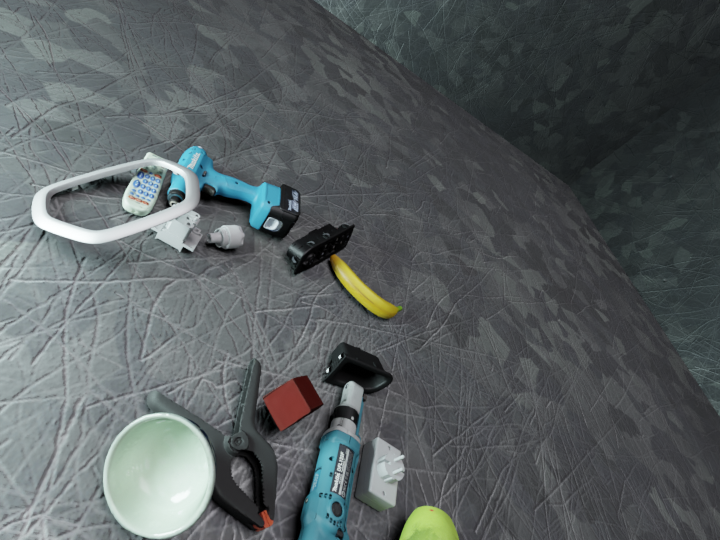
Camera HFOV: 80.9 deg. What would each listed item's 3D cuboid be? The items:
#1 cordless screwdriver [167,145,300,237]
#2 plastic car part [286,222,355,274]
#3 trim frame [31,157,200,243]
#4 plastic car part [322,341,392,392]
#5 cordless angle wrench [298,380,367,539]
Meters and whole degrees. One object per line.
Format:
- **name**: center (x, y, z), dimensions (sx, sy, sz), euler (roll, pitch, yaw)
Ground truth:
- **cordless screwdriver**: center (-0.242, -0.137, 0.819), dimensions (0.240, 0.075, 0.164), euler (22, 41, -19)
- **plastic car part**: center (-0.087, -0.057, 0.887), dimensions (0.068, 0.066, 0.199), euler (38, 35, 7)
- **trim frame**: center (-0.369, -0.116, 0.658), dimensions (0.192, 0.027, 0.243), euler (38, 50, 24)
- **plastic car part**: center (-0.007, 0.165, 0.743), dimensions (0.111, 0.066, 0.074), euler (24, 26, -30)
- **cordless angle wrench**: center (-0.044, 0.316, 0.541), dimensions (0.096, 0.075, 0.429), euler (34, 34, -14)
